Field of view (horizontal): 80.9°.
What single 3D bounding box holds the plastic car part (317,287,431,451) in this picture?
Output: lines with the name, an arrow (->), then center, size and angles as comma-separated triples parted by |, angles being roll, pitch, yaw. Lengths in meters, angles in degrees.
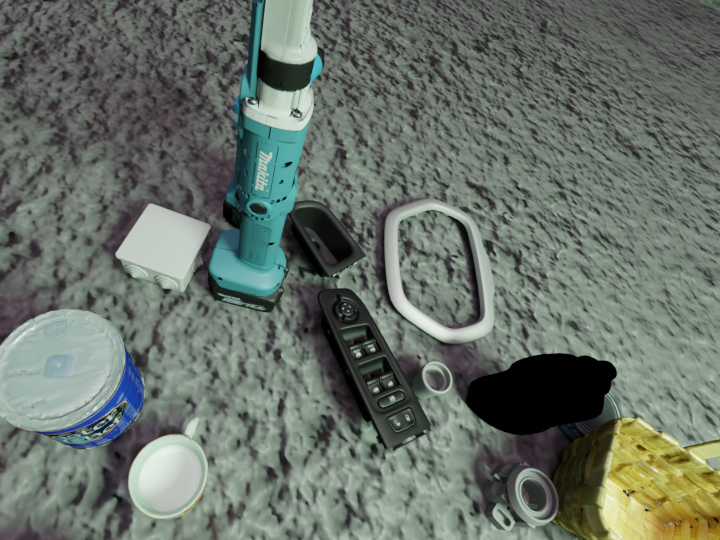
plastic car part -> 0.004, 0.113, 0.523 | 0.064, 0.066, 0.210 | -16, 65, -24

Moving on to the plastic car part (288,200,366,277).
plastic car part -> -0.058, -0.038, 0.598 | 0.064, 0.070, 0.120 | -27, 70, -28

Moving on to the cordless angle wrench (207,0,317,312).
cordless angle wrench -> -0.094, -0.079, 0.406 | 0.097, 0.420, 0.076 | 17, 58, -10

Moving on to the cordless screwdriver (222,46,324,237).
cordless screwdriver -> -0.111, -0.161, 0.555 | 0.075, 0.247, 0.159 | 30, 57, -1

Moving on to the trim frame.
trim frame -> 0.123, -0.008, 0.650 | 0.181, 0.027, 0.255 | 5, 58, -11
